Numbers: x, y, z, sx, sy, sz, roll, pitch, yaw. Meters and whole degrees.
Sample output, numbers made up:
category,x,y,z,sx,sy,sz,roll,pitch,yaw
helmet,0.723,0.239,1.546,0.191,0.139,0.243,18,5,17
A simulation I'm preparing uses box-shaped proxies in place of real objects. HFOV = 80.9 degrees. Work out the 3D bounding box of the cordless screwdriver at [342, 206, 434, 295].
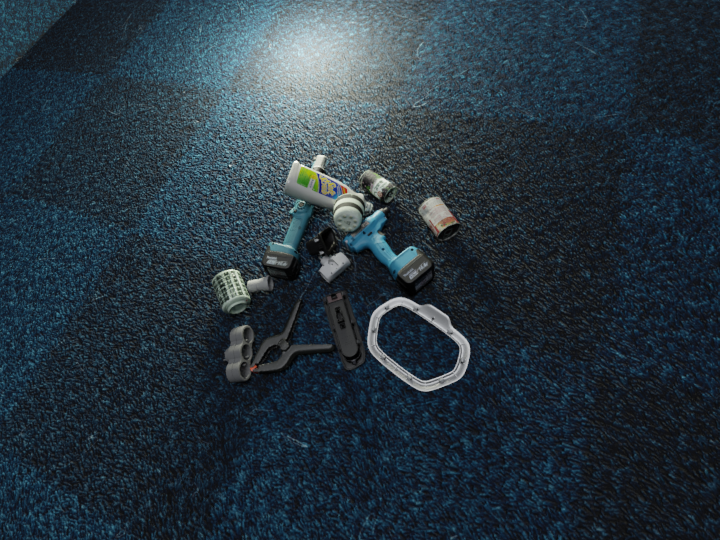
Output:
category,x,y,z,sx,sy,sz,roll,pitch,yaw
cordless screwdriver,0.088,-0.060,1.102,0.158,0.071,0.262,-43,57,-12

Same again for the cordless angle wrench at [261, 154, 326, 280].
category,x,y,z,sx,sy,sz,roll,pitch,yaw
cordless angle wrench,-0.169,-0.175,1.232,0.101,0.071,0.428,8,62,16

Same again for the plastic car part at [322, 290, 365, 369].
category,x,y,z,sx,sy,sz,roll,pitch,yaw
plastic car part,-0.039,0.137,1.032,0.066,0.065,0.211,-16,61,-5

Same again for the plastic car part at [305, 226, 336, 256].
category,x,y,z,sx,sy,sz,roll,pitch,yaw
plastic car part,-0.113,-0.074,1.152,0.072,0.065,0.116,-20,13,15

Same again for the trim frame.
category,x,y,z,sx,sy,sz,roll,pitch,yaw
trim frame,0.130,0.165,0.992,0.261,0.026,0.183,34,73,29
